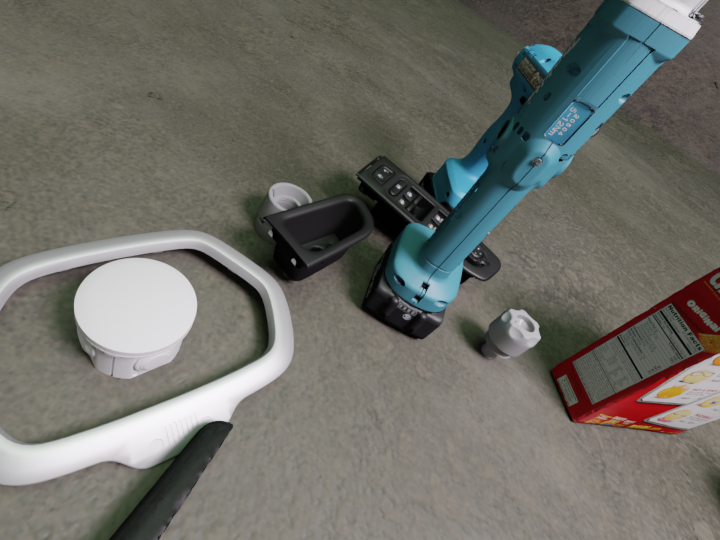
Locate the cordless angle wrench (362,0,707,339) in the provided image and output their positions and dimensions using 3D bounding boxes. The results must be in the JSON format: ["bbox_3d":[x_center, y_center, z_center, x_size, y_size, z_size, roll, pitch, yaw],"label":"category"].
[{"bbox_3d":[0.132,-0.095,0.329,0.074,0.422,0.099,31,41,-6],"label":"cordless angle wrench"}]

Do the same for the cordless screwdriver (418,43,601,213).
[{"bbox_3d":[0.166,-0.129,0.513,0.072,0.248,0.164,16,44,-21],"label":"cordless screwdriver"}]

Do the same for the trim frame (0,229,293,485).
[{"bbox_3d":[-0.165,0.046,0.320,0.239,0.027,0.192,-16,59,-39],"label":"trim frame"}]

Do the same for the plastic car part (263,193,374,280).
[{"bbox_3d":[-0.042,-0.027,0.430,0.113,0.071,0.068,-25,67,-44],"label":"plastic car part"}]

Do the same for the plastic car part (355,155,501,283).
[{"bbox_3d":[0.076,-0.052,0.523,0.207,0.067,0.065,39,42,10],"label":"plastic car part"}]
